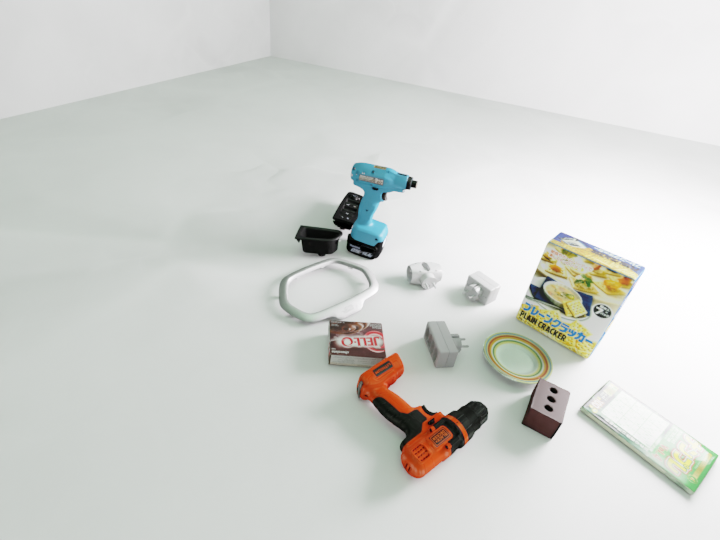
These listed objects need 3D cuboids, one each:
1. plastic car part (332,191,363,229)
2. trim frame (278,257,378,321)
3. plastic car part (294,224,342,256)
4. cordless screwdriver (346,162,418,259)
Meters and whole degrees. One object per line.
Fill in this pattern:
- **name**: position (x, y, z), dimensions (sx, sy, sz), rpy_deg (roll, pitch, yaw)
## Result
- **plastic car part**: position (-0.031, -0.169, 1.240), dimensions (0.067, 0.065, 0.205), rpy_deg (10, 38, 7)
- **trim frame**: position (-0.076, 0.042, 0.991), dimensions (0.241, 0.027, 0.195), rpy_deg (-23, 44, -30)
- **plastic car part**: position (-0.108, -0.070, 1.101), dimensions (0.118, 0.069, 0.067), rpy_deg (9, 37, 7)
- **cordless screwdriver**: position (0.048, -0.144, 1.066), dimensions (0.164, 0.242, 0.074), rpy_deg (17, 38, 15)
